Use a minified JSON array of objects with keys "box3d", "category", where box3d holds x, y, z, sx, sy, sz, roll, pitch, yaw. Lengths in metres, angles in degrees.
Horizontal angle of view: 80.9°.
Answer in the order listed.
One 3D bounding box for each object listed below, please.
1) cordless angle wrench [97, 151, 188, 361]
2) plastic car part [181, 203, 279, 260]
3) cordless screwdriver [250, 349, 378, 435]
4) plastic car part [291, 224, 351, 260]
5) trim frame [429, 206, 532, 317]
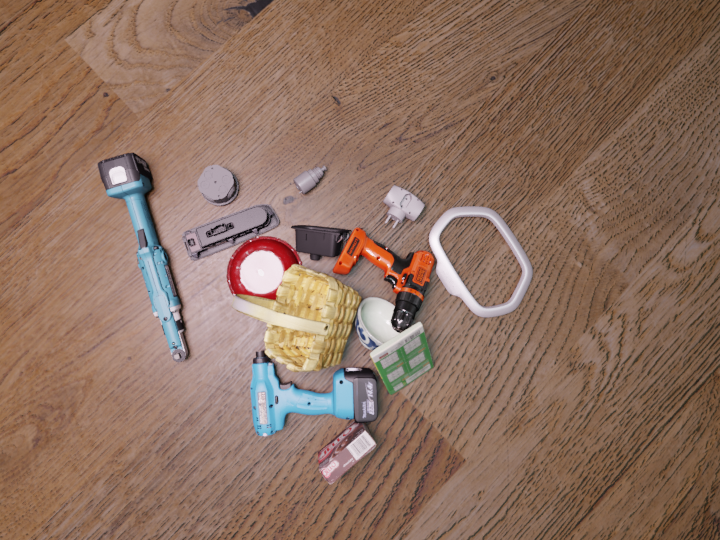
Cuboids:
[{"box3d":[-0.420,-0.022,0.853,0.074,0.098,0.424,-18,88,-6],"category":"cordless angle wrench"},{"box3d":[-0.271,-0.089,0.874,0.201,0.066,0.068,-21,79,-7],"category":"plastic car part"},{"box3d":[-0.093,0.228,0.833,0.249,0.073,0.160,-6,84,1],"category":"cordless screwdriver"},{"box3d":[-0.085,-0.056,0.869,0.121,0.064,0.070,5,99,23],"category":"plastic car part"},{"box3d":[0.252,-0.022,0.894,0.183,0.027,0.250,-32,87,-6],"category":"trim frame"}]
